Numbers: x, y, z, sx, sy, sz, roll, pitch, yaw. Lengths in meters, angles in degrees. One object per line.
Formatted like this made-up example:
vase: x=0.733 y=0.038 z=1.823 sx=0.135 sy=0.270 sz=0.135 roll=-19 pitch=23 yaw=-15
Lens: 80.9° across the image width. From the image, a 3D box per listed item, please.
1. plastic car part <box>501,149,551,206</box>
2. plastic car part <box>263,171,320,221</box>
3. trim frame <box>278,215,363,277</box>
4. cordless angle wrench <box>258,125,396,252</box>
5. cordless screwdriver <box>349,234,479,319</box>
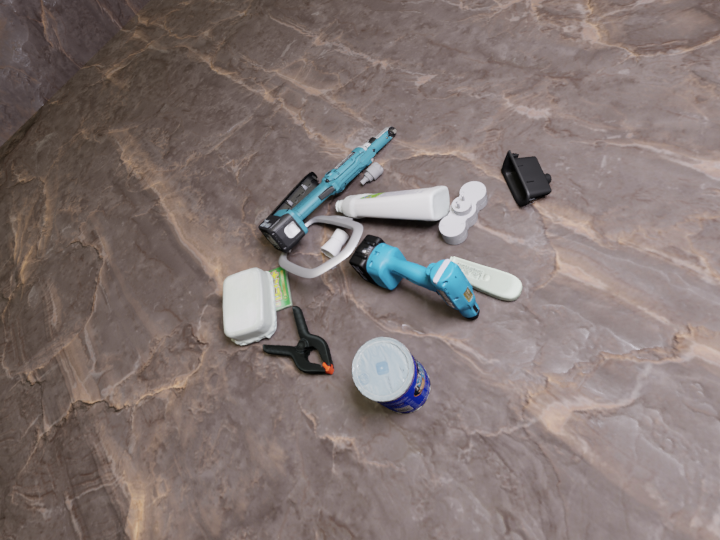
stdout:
plastic car part: x=0.340 y=-0.184 z=0.848 sx=0.071 sy=0.063 sz=0.121 roll=-14 pitch=61 yaw=0
plastic car part: x=-0.165 y=-0.164 z=1.068 sx=0.070 sy=0.063 sz=0.203 roll=32 pitch=80 yaw=23
trim frame: x=-0.093 y=-0.061 z=0.952 sx=0.183 sy=0.026 sz=0.262 roll=-51 pitch=34 yaw=-15
cordless angle wrench: x=-0.063 y=-0.214 z=1.025 sx=0.420 sy=0.071 sz=0.102 roll=-45 pitch=26 yaw=-14
cordless screwdriver: x=0.105 y=0.017 z=0.818 sx=0.263 sy=0.150 sz=0.074 roll=20 pitch=70 yaw=47
